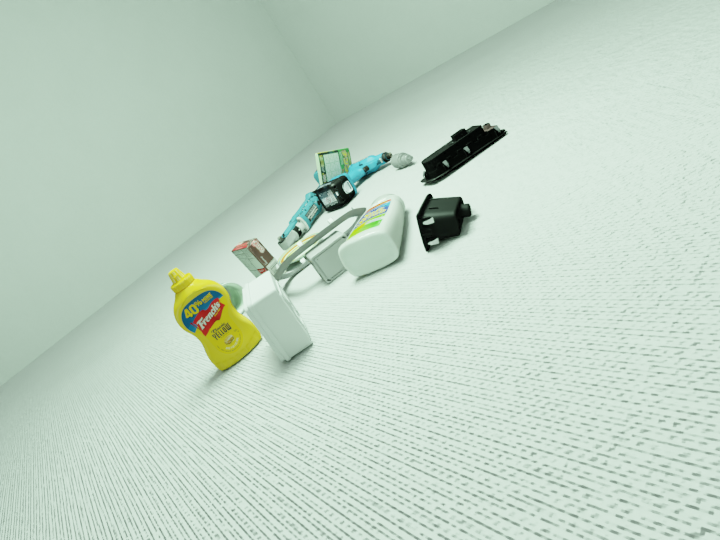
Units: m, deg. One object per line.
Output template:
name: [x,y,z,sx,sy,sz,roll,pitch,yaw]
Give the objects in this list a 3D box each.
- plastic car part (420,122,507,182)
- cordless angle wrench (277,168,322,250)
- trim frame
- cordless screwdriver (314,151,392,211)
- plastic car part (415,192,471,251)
plastic car part: [0.211,-0.261,0.914,0.203,0.064,0.069,-38,27,-1]
cordless angle wrench: [-0.144,-0.195,1.265,0.077,0.094,0.425,-21,30,35]
trim frame: [-0.087,-0.057,0.886,0.248,0.028,0.181,-39,-7,-5]
cordless screwdriver: [-0.015,-0.275,1.250,0.165,0.072,0.246,-14,26,43]
plastic car part: [0.138,-0.089,0.676,0.074,0.064,0.116,-4,31,29]
